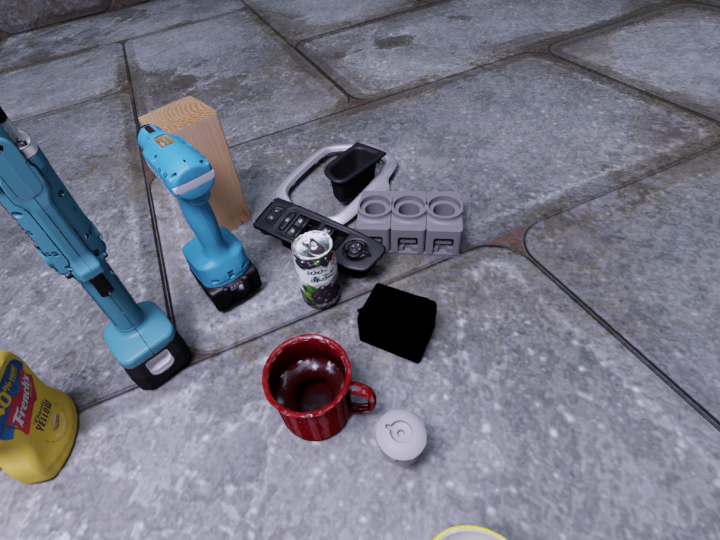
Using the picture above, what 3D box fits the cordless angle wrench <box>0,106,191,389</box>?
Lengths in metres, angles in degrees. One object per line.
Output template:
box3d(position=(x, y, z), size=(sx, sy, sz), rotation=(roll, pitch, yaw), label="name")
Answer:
box3d(position=(-0.285, -0.025, 0.418), size=(0.073, 0.407, 0.103), rotation=(-37, 54, -26), label="cordless angle wrench")

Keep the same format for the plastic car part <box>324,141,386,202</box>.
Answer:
box3d(position=(-0.015, -0.161, 0.732), size=(0.069, 0.068, 0.115), rotation=(28, 57, 29), label="plastic car part")

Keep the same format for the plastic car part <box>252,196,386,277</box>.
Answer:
box3d(position=(-0.062, -0.040, 0.629), size=(0.213, 0.064, 0.066), rotation=(22, 53, 26), label="plastic car part")

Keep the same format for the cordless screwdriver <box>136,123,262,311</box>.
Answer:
box3d(position=(-0.219, -0.070, 0.564), size=(0.073, 0.239, 0.168), rotation=(-32, 52, -23), label="cordless screwdriver")

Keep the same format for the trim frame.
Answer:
box3d(position=(-0.041, -0.160, 0.764), size=(0.193, 0.026, 0.247), rotation=(22, 54, 27), label="trim frame")
